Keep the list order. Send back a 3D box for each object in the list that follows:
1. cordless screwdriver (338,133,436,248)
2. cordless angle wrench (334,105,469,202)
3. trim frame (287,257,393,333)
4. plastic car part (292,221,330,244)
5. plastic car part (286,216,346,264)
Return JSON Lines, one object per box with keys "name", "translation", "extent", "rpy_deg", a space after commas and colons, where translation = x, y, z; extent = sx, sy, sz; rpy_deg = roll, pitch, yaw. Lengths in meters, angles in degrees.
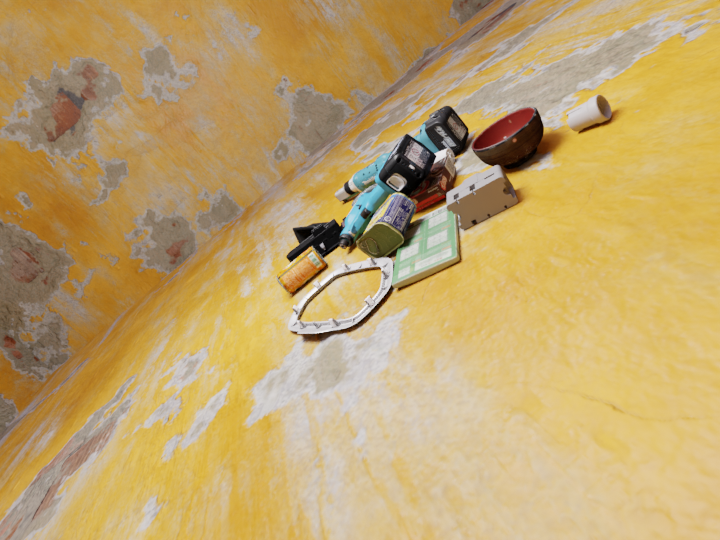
{"name": "cordless screwdriver", "translation": [0.038, -0.146, 0.849], "extent": [0.251, 0.073, 0.159], "rpy_deg": [-41, 16, 54]}
{"name": "cordless angle wrench", "translation": [0.068, -0.263, 1.069], "extent": [0.437, 0.095, 0.074], "rpy_deg": [-19, 31, 49]}
{"name": "trim frame", "translation": [-0.041, 0.045, 0.739], "extent": [0.259, 0.026, 0.183], "rpy_deg": [-9, 38, 50]}
{"name": "plastic car part", "translation": [-0.112, -0.099, 1.092], "extent": [0.069, 0.064, 0.122], "rpy_deg": [-36, 19, -33]}
{"name": "plastic car part", "translation": [-0.097, -0.064, 0.995], "extent": [0.204, 0.064, 0.069], "rpy_deg": [-39, 27, 11]}
